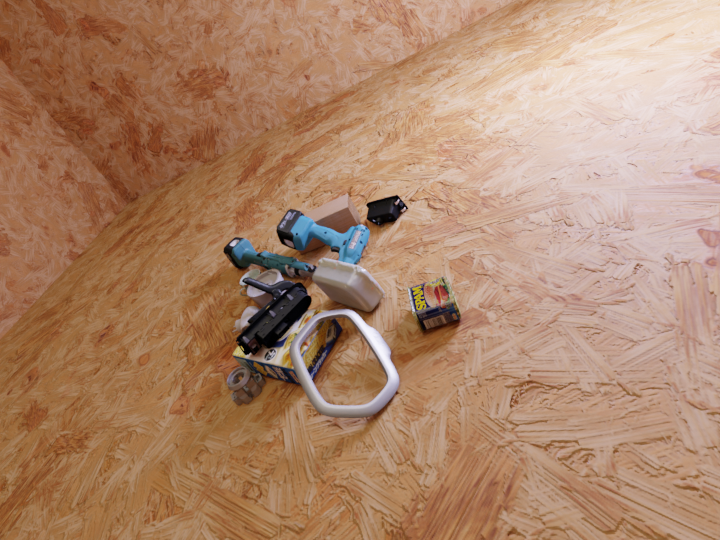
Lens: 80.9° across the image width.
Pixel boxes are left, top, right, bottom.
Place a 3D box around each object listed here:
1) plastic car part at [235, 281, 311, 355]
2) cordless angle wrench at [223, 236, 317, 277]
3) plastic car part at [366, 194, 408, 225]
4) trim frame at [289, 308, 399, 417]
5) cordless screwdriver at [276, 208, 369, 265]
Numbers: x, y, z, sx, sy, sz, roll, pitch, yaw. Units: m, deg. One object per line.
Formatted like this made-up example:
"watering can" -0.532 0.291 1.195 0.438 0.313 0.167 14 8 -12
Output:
"plastic car part" -0.180 0.107 0.937 0.071 0.063 0.201 16 54 39
"cordless angle wrench" -0.273 -0.028 1.301 0.446 0.093 0.074 13 52 44
"plastic car part" 0.066 -0.164 1.216 0.121 0.062 0.072 -9 52 37
"trim frame" -0.034 0.172 0.817 0.182 0.026 0.262 -27 45 -11
"cordless screwdriver" -0.114 -0.074 1.164 0.258 0.071 0.160 15 61 19
